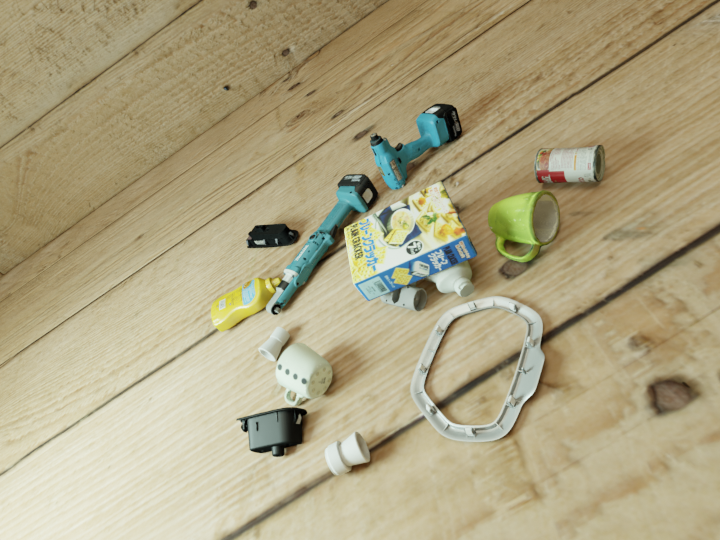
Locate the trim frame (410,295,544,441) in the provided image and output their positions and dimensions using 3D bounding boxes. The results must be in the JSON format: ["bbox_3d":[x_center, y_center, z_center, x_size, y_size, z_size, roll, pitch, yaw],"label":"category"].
[{"bbox_3d":[0.178,0.137,0.646,0.194,0.026,0.248,6,53,41],"label":"trim frame"}]

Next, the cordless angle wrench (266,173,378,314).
[{"bbox_3d":[-0.103,-0.067,1.051,0.103,0.070,0.422,11,60,45],"label":"cordless angle wrench"}]

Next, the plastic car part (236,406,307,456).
[{"bbox_3d":[-0.149,0.283,0.730,0.119,0.062,0.073,-17,55,19],"label":"plastic car part"}]

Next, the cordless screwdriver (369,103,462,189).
[{"bbox_3d":[0.136,-0.340,1.079,0.247,0.151,0.078,-42,36,-10],"label":"cordless screwdriver"}]

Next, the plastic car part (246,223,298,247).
[{"bbox_3d":[-0.262,-0.106,1.225,0.213,0.064,0.066,5,45,38],"label":"plastic car part"}]
